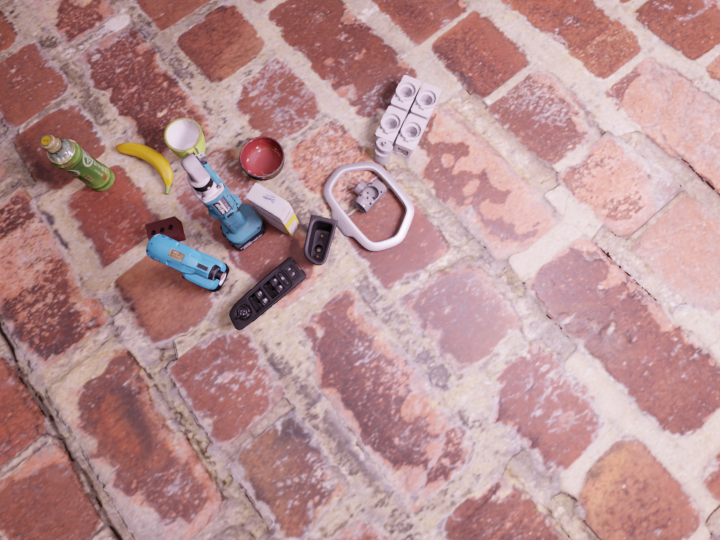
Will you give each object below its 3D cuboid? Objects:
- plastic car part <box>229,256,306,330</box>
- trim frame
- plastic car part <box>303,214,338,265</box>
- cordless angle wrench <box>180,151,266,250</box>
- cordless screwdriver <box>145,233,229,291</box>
[{"bbox_3d":[-0.219,0.058,0.988,0.202,0.066,0.068,-40,81,-7],"label":"plastic car part"},{"bbox_3d":[0.018,-0.163,1.049,0.183,0.027,0.254,-37,78,-6],"label":"trim frame"},{"bbox_3d":[-0.099,-0.065,1.009,0.066,0.070,0.117,12,78,2],"label":"plastic car part"},{"bbox_3d":[-0.277,-0.133,0.855,0.097,0.418,0.075,-38,84,-8],"label":"cordless angle wrench"},{"bbox_3d":[-0.341,-0.003,0.916,0.161,0.245,0.074,24,80,3],"label":"cordless screwdriver"}]
